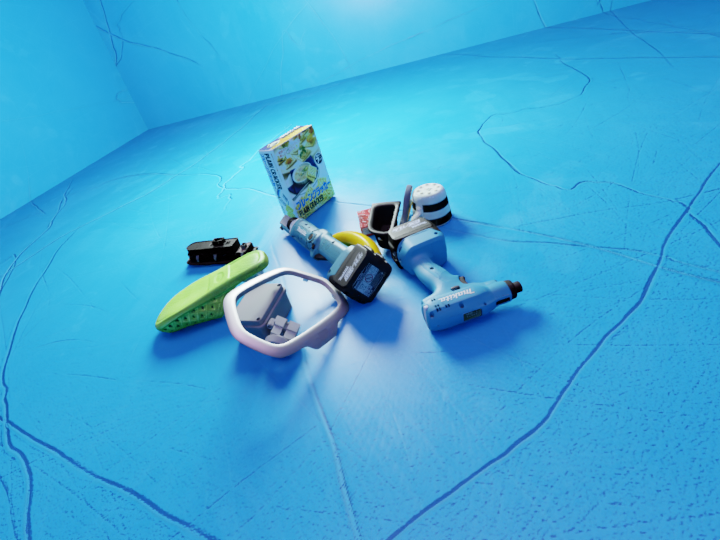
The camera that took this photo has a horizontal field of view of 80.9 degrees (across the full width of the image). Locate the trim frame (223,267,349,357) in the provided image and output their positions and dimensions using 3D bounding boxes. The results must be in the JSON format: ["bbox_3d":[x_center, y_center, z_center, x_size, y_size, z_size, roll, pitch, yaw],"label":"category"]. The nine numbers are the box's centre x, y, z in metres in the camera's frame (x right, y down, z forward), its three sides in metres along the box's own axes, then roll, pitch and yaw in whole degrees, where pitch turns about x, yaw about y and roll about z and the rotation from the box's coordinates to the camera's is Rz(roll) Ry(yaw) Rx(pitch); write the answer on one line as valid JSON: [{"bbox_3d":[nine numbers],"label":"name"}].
[{"bbox_3d":[-0.126,0.067,0.746,0.192,0.027,0.241,31,34,22],"label":"trim frame"}]

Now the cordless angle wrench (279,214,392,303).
[{"bbox_3d":[-0.091,-0.060,0.932,0.098,0.070,0.446,-56,36,1],"label":"cordless angle wrench"}]

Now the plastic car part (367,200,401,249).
[{"bbox_3d":[0.054,-0.090,0.913,0.068,0.068,0.118,-4,44,18],"label":"plastic car part"}]

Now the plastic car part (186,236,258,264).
[{"bbox_3d":[-0.369,-0.050,1.086,0.209,0.064,0.067,-7,41,22],"label":"plastic car part"}]

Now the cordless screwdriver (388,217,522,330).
[{"bbox_3d":[0.152,-0.007,0.752,0.159,0.071,0.260,-20,37,-2],"label":"cordless screwdriver"}]
